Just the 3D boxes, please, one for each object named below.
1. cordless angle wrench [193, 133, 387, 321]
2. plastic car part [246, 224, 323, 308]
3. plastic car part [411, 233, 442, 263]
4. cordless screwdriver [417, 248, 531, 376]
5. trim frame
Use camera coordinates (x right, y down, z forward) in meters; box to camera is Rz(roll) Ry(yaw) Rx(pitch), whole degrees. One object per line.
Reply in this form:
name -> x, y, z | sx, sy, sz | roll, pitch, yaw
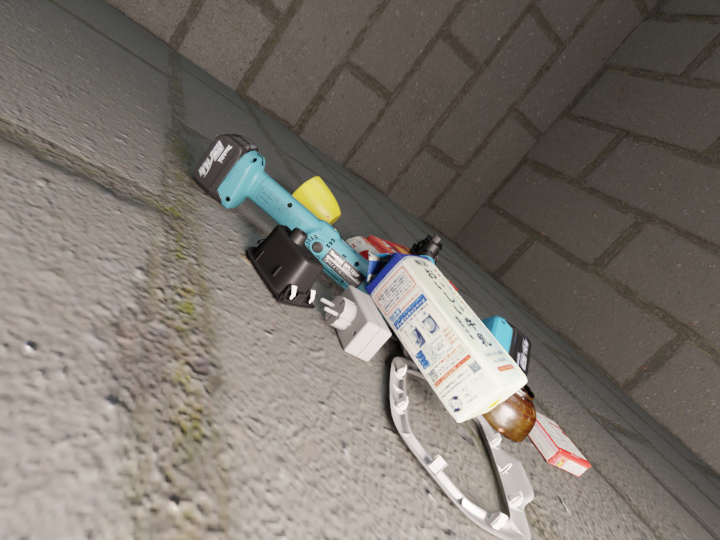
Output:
cordless angle wrench -> -0.063, -0.041, 0.645 | 0.423, 0.098, 0.074 | 41, 17, 0
plastic car part -> -0.090, -0.017, 0.530 | 0.062, 0.071, 0.123 | 21, 24, -53
plastic car part -> 0.159, -0.049, 0.967 | 0.067, 0.067, 0.200 | 44, 18, 2
cordless screwdriver -> 0.179, 0.079, 0.738 | 0.244, 0.075, 0.160 | 33, 51, -10
trim frame -> 0.108, 0.180, 0.474 | 0.185, 0.027, 0.248 | 38, 12, -1
